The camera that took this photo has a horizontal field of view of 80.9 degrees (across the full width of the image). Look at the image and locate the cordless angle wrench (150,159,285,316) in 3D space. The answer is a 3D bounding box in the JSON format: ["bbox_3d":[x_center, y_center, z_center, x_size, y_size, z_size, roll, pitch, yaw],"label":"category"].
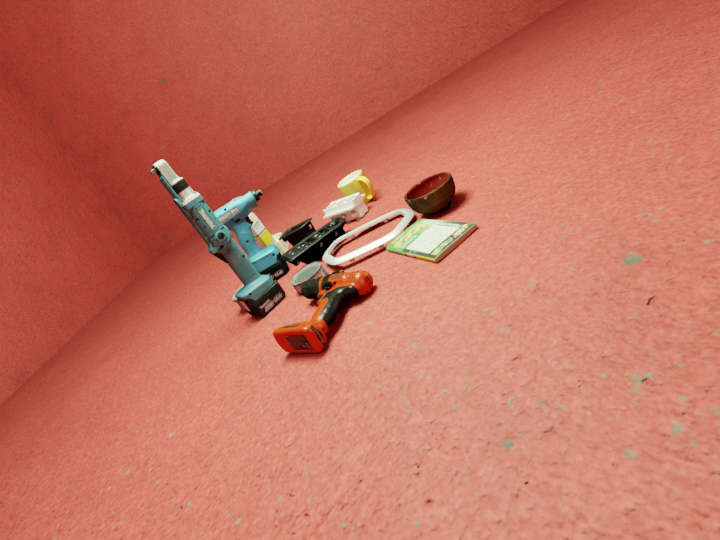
[{"bbox_3d":[-0.333,-0.075,0.983,0.097,0.410,0.077,-43,20,-27],"label":"cordless angle wrench"}]

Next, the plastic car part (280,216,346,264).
[{"bbox_3d":[-0.109,-0.072,1.120,0.201,0.065,0.069,-43,22,-20],"label":"plastic car part"}]

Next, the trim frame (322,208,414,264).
[{"bbox_3d":[0.016,-0.080,1.015,0.253,0.026,0.187,-27,23,18],"label":"trim frame"}]

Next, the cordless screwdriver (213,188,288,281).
[{"bbox_3d":[-0.282,-0.092,1.167,0.159,0.241,0.077,-34,18,0],"label":"cordless screwdriver"}]

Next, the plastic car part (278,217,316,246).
[{"bbox_3d":[-0.177,-0.104,1.274,0.120,0.069,0.066,-18,26,37],"label":"plastic car part"}]
